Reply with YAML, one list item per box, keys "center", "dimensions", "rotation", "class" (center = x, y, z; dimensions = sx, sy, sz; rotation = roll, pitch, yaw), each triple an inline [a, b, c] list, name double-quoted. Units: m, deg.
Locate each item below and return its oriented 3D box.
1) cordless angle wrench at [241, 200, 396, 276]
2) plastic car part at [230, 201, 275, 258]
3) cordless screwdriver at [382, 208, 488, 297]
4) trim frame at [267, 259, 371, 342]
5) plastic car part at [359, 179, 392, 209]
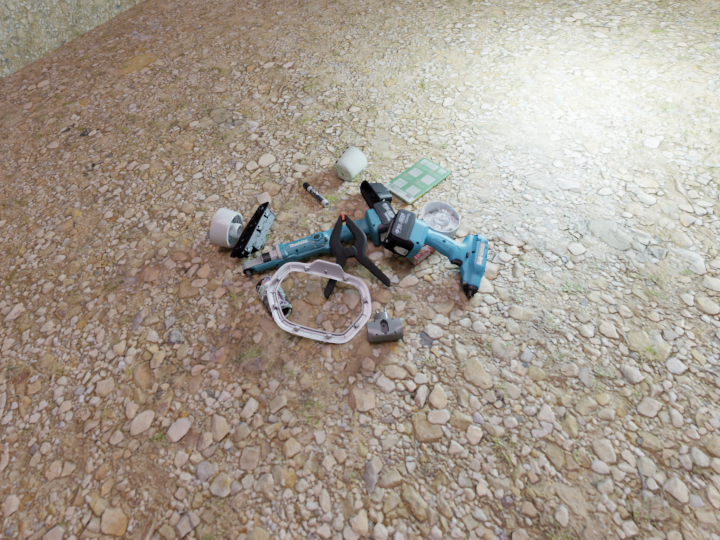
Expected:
- center: [-0.109, -0.071, 1.115]
  dimensions: [0.421, 0.071, 0.102]
  rotation: [-19, 52, -3]
  class: "cordless angle wrench"
- center: [-0.285, -0.109, 1.168]
  dimensions: [0.068, 0.064, 0.206]
  rotation: [-28, 38, 43]
  class: "plastic car part"
- center: [0.180, -0.042, 1.014]
  dimensions: [0.248, 0.074, 0.161]
  rotation: [18, 65, -1]
  class: "cordless screwdriver"
- center: [-0.094, 0.067, 0.983]
  dimensions: [0.248, 0.027, 0.187]
  rotation: [13, 67, -1]
  class: "trim frame"
- center: [0.052, -0.220, 1.215]
  dimensions: [0.069, 0.064, 0.122]
  rotation: [-8, 47, -19]
  class: "plastic car part"
